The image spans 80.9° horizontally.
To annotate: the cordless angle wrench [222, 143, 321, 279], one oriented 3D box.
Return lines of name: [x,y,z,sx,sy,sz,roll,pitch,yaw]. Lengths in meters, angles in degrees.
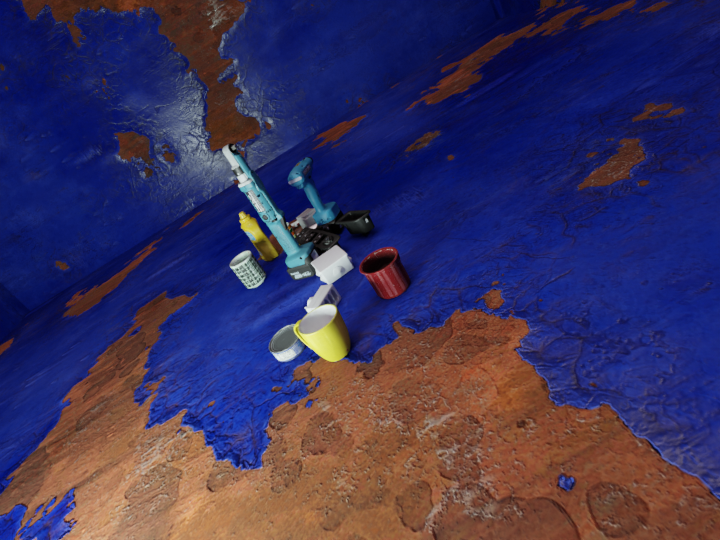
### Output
cordless angle wrench: [-0.247,-0.159,1.159,0.101,0.407,0.074,-16,28,32]

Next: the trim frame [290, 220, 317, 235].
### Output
trim frame: [-0.190,-0.170,1.532,0.249,0.026,0.191,-31,27,3]

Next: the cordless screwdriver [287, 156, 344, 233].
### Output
cordless screwdriver: [-0.135,-0.240,1.356,0.076,0.239,0.161,-19,27,26]

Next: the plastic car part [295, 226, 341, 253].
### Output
plastic car part: [-0.125,-0.082,1.278,0.066,0.064,0.213,-43,29,-22]

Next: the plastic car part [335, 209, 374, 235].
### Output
plastic car part: [-0.005,-0.134,1.234,0.065,0.068,0.122,-44,29,-24]
